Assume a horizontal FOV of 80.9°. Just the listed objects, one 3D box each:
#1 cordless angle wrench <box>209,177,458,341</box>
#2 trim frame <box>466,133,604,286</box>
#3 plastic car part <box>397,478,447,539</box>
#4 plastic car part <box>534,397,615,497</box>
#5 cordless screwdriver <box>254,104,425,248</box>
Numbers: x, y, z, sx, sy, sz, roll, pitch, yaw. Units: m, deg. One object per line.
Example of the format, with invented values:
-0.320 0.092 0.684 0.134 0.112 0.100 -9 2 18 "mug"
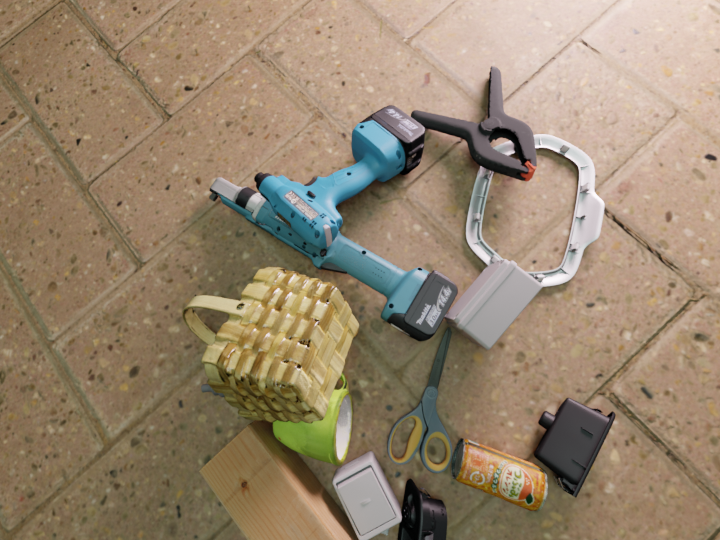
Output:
-0.064 -0.042 0.653 0.436 0.072 0.098 30 82 15 "cordless angle wrench"
0.264 -0.097 0.642 0.188 0.027 0.250 15 77 10 "trim frame"
0.076 0.380 0.534 0.067 0.066 0.205 5 77 -4 "plastic car part"
0.268 0.219 0.552 0.074 0.063 0.116 26 78 24 "plastic car part"
-0.031 -0.158 0.644 0.246 0.072 0.166 -42 65 -17 "cordless screwdriver"
